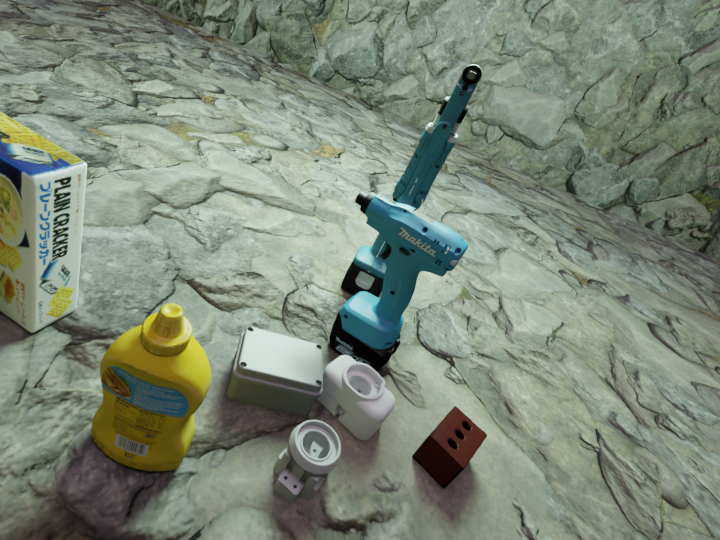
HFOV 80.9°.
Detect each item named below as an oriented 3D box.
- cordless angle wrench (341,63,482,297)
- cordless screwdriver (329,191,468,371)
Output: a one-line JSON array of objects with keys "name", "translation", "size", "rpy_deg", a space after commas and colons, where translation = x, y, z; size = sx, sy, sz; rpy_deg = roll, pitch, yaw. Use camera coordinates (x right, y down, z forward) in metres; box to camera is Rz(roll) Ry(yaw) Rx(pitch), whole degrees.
[{"name": "cordless angle wrench", "translation": [0.085, -0.132, 0.711], "size": [0.075, 0.420, 0.098], "rpy_deg": [28, 30, 3]}, {"name": "cordless screwdriver", "translation": [0.024, 0.017, 0.610], "size": [0.164, 0.247, 0.072], "rpy_deg": [35, 32, 16]}]
